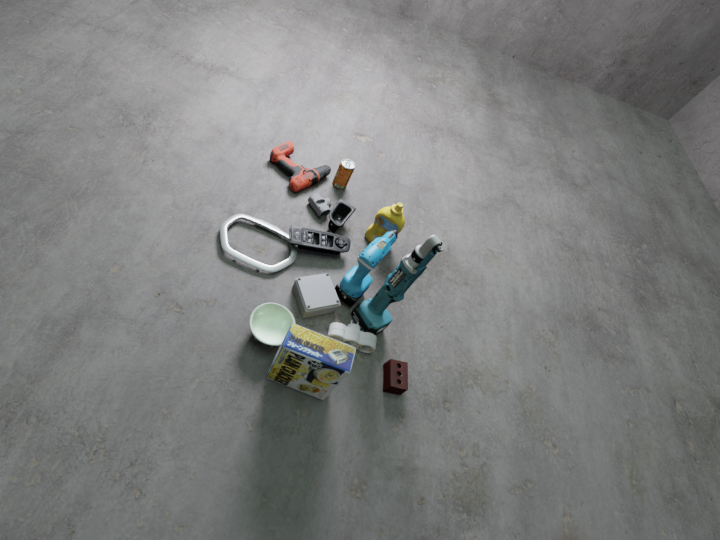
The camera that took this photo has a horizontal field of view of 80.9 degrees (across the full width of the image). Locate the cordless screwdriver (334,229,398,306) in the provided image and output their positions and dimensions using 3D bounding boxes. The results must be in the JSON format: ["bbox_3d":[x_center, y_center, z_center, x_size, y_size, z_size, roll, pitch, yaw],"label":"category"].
[{"bbox_3d":[0.019,-0.009,1.203,0.076,0.248,0.157,41,52,7],"label":"cordless screwdriver"}]

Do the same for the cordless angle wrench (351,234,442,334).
[{"bbox_3d":[0.091,0.040,1.080,0.072,0.421,0.101,-19,67,-33],"label":"cordless angle wrench"}]

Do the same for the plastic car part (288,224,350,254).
[{"bbox_3d":[-0.129,-0.085,1.323,0.198,0.066,0.068,7,54,-15],"label":"plastic car part"}]

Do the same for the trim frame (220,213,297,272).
[{"bbox_3d":[-0.310,-0.086,1.287,0.248,0.027,0.186,22,51,-2],"label":"trim frame"}]

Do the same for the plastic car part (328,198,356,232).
[{"bbox_3d":[-0.075,-0.171,1.402,0.066,0.070,0.116,31,51,1],"label":"plastic car part"}]
